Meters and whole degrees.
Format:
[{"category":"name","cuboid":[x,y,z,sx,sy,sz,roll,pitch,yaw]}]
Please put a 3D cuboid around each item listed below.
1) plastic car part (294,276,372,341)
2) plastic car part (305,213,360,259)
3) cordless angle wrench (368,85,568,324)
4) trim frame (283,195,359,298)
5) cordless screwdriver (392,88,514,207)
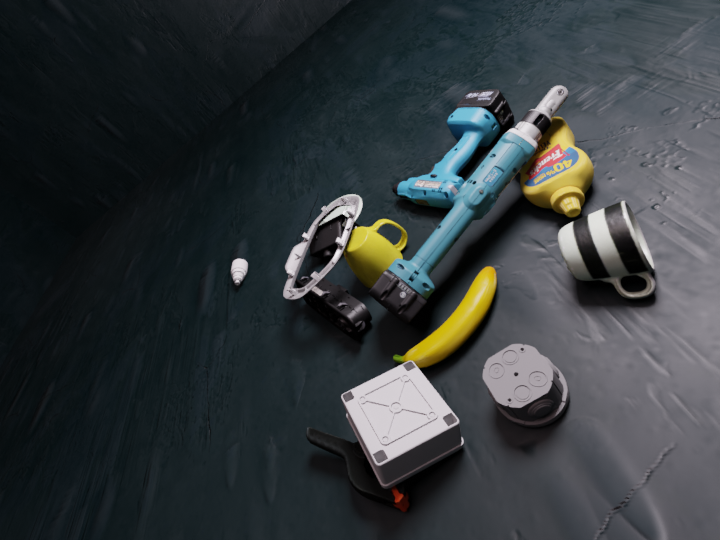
[{"category":"plastic car part","cuboid":[-0.045,0.061,0.758,0.066,0.064,0.214,-26,30,-20]},{"category":"plastic car part","cuboid":[-0.063,-0.060,0.894,0.119,0.062,0.073,-25,53,31]},{"category":"cordless angle wrench","cuboid":[0.172,-0.107,0.636,0.423,0.076,0.096,-51,-7,0]},{"category":"trim frame","cuboid":[-0.078,-0.051,0.795,0.189,0.026,0.252,-26,37,44]},{"category":"cordless screwdriver","cuboid":[0.173,-0.231,0.820,0.168,0.070,0.248,19,73,51]}]
